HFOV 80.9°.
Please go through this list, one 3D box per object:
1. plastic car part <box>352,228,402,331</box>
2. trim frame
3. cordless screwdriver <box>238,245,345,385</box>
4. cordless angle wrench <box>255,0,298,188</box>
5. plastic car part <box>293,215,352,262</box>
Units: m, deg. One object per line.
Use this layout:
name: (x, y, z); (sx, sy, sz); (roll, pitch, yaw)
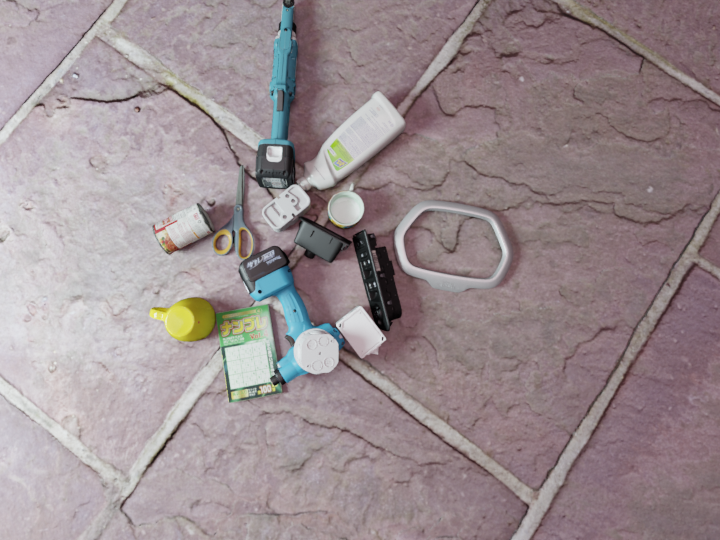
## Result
plastic car part: (0.037, 0.019, 0.850); (0.064, 0.068, 0.205); (-6, 81, -30)
trim frame: (0.191, -0.050, 0.873); (0.248, 0.027, 0.185); (9, 82, -1)
cordless screwdriver: (-0.158, 0.086, 0.822); (0.157, 0.075, 0.250); (-33, 87, -15)
cordless angle wrench: (-0.164, -0.383, 0.891); (0.074, 0.097, 0.428); (3, 78, -4)
plastic car part: (-0.084, -0.055, 0.860); (0.118, 0.065, 0.071); (25, 98, 5)
